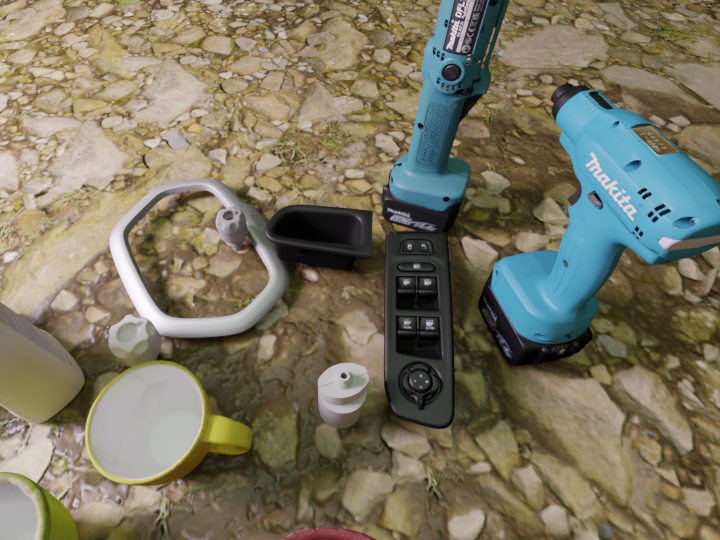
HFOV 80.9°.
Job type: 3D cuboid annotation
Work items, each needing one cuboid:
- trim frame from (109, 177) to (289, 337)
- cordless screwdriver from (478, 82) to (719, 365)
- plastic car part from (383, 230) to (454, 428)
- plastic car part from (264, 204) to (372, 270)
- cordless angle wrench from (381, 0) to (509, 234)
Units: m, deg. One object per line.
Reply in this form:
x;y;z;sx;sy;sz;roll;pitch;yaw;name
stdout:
-0.194;-0.024;0.510;0.181;0.027;0.261;-31;59;-20;trim frame
0.178;-0.026;0.378;0.073;0.242;0.166;-9;56;-11;cordless screwdriver
0.055;0.055;0.428;0.066;0.065;0.208;4;54;0;plastic car part
-0.048;-0.031;0.489;0.117;0.069;0.067;5;54;2;plastic car part
0.093;-0.198;0.399;0.100;0.411;0.075;19;55;8;cordless angle wrench
